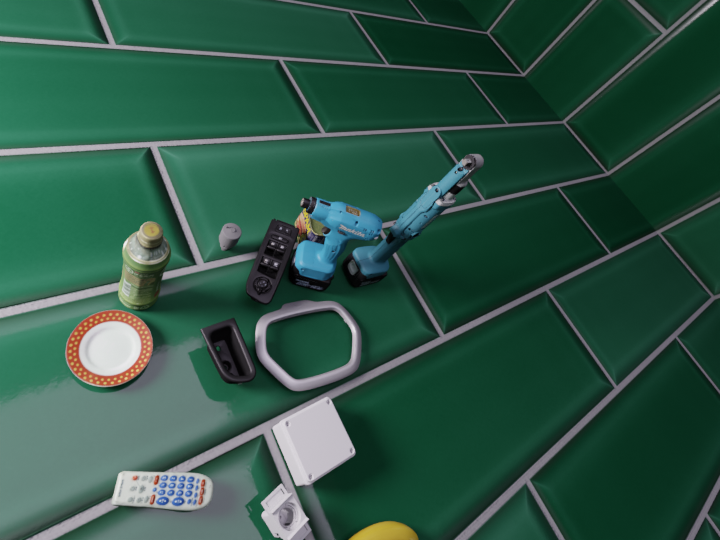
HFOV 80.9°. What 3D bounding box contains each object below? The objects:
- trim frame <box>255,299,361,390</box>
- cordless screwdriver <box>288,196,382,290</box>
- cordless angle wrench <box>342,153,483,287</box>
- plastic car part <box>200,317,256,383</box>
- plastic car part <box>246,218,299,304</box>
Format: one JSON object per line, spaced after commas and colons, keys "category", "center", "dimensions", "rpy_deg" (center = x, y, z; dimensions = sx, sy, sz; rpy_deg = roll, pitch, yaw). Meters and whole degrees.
{"category": "trim frame", "center": [-0.100, 0.143, 0.866], "dimensions": [0.239, 0.028, 0.190], "rpy_deg": [-11, 64, -34]}
{"category": "cordless screwdriver", "center": [-0.084, -0.055, 0.864], "dimensions": [0.154, 0.251, 0.076], "rpy_deg": [20, 53, -20]}
{"category": "cordless angle wrench", "center": [0.101, -0.094, 0.875], "dimensions": [0.094, 0.427, 0.077], "rpy_deg": [-11, 68, -37]}
{"category": "plastic car part", "center": [-0.238, 0.156, 0.752], "dimensions": [0.063, 0.071, 0.120], "rpy_deg": [-16, 69, -37]}
{"category": "plastic car part", "center": [-0.194, -0.014, 0.897], "dimensions": [0.065, 0.067, 0.207], "rpy_deg": [24, 50, -15]}
